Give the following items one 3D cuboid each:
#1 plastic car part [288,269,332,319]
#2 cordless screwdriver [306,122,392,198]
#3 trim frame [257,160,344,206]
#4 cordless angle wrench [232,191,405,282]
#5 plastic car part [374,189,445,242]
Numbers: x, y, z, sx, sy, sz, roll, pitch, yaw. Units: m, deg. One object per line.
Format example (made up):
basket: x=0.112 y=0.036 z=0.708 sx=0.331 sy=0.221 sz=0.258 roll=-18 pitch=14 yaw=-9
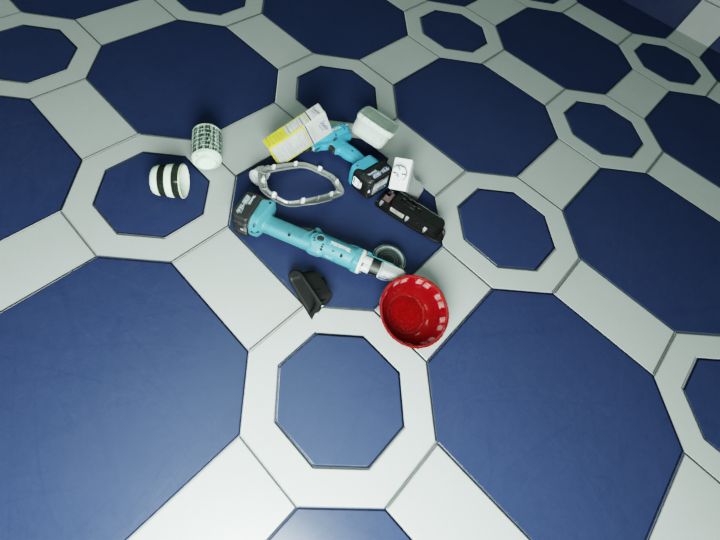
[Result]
plastic car part: x=-0.105 y=0.039 z=0.959 sx=0.068 sy=0.066 sz=0.121 roll=-13 pitch=58 yaw=-36
cordless screwdriver: x=-0.042 y=-0.304 z=1.169 sx=0.156 sy=0.073 sz=0.259 roll=-29 pitch=64 yaw=-24
trim frame: x=-0.151 y=-0.226 z=1.090 sx=0.239 sy=0.027 sz=0.192 roll=-19 pitch=55 yaw=-41
cordless angle wrench: x=-0.097 y=-0.064 z=0.996 sx=0.430 sy=0.073 sz=0.098 roll=23 pitch=58 yaw=8
plastic car part: x=0.142 y=-0.152 z=1.114 sx=0.207 sy=0.066 sz=0.065 roll=37 pitch=52 yaw=10
